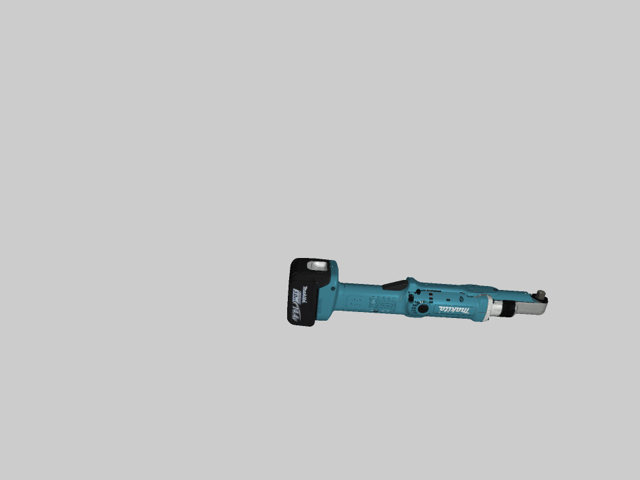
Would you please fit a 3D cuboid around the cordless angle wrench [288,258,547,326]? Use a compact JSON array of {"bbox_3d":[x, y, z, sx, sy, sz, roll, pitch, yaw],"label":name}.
[{"bbox_3d":[0.160,0.095,0.690,0.423,0.098,0.074,4,25,-3],"label":"cordless angle wrench"}]
